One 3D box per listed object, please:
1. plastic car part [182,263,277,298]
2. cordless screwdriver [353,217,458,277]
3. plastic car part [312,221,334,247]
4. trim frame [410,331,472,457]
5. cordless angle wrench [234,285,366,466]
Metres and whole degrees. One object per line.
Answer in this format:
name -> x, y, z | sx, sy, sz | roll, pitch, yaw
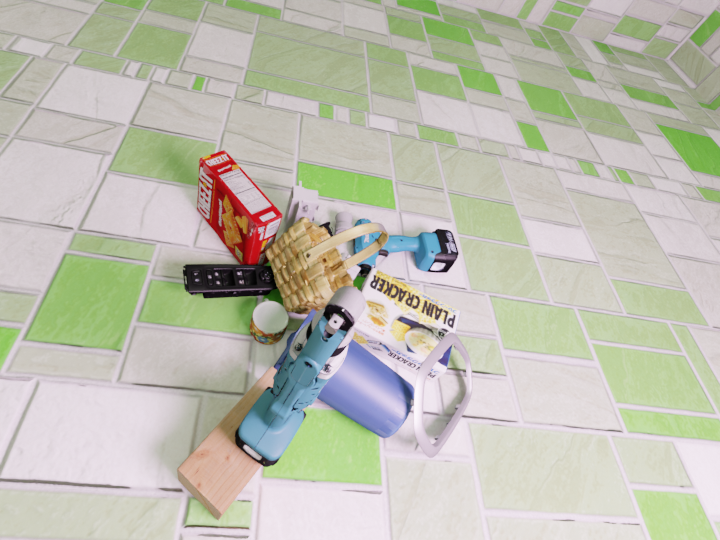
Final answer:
plastic car part -> -0.256, 0.028, 0.861 | 0.196, 0.066, 0.069 | -4, 46, -25
cordless screwdriver -> 0.105, -0.040, 1.021 | 0.246, 0.073, 0.164 | 7, 53, -7
plastic car part -> -0.097, -0.063, 0.991 | 0.113, 0.067, 0.072 | -27, 82, -36
trim frame -> 0.155, 0.225, 0.783 | 0.242, 0.029, 0.181 | -33, 110, -50
cordless angle wrench -> -0.075, 0.133, 0.489 | 0.075, 0.420, 0.097 | 35, 51, 3
